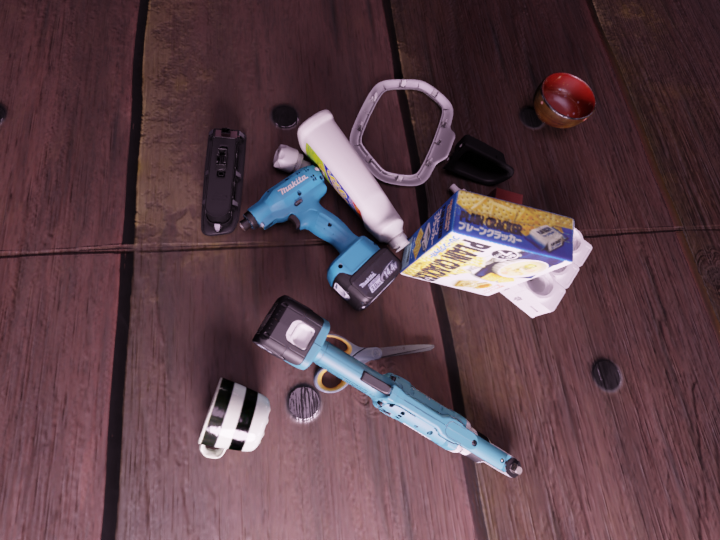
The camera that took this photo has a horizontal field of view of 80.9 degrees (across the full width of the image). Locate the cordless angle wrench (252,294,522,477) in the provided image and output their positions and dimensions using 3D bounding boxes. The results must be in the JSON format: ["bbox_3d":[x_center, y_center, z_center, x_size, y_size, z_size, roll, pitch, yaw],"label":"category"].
[{"bbox_3d":[0.048,0.177,0.595,0.418,0.099,0.074,33,73,-6],"label":"cordless angle wrench"}]

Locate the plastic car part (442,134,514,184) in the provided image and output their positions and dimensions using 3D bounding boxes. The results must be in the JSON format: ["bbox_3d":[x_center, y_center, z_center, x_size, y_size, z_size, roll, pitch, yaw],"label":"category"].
[{"bbox_3d":[0.217,-0.208,0.775,0.113,0.066,0.073,17,55,-17],"label":"plastic car part"}]

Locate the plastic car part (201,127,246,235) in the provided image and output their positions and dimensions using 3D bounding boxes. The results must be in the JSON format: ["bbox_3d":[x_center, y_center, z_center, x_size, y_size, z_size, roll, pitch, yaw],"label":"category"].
[{"bbox_3d":[-0.227,-0.156,0.701,0.065,0.067,0.206,4,73,-16],"label":"plastic car part"}]

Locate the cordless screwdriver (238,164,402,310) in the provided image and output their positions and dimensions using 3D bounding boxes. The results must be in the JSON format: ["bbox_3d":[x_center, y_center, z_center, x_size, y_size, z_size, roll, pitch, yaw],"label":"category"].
[{"bbox_3d":[-0.066,-0.043,0.674,0.157,0.073,0.255,-38,76,-18],"label":"cordless screwdriver"}]

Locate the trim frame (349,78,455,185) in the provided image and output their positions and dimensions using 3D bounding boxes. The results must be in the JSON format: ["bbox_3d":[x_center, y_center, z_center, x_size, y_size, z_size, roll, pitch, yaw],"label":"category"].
[{"bbox_3d":[0.085,-0.268,0.797,0.184,0.027,0.250,24,68,0],"label":"trim frame"}]
